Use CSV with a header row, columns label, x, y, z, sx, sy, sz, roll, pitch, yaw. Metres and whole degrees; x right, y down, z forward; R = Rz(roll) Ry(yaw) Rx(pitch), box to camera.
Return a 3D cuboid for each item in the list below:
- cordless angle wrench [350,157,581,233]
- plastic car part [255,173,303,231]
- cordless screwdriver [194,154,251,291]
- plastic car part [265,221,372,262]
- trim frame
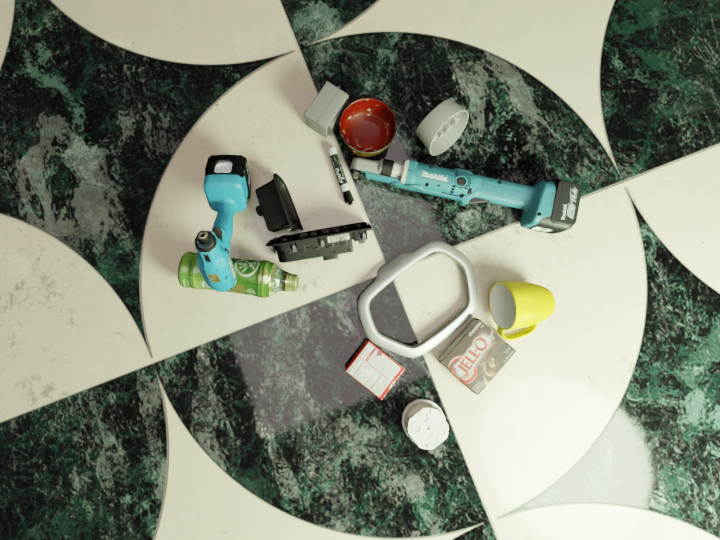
label,x,y,z,sx,sy,sz,roll,pitch,yaw
cordless angle wrench,0.189,-0.164,0.819,0.427,0.073,0.098,13,86,5
plastic car part,-0.169,-0.122,0.830,0.072,0.064,0.118,-25,83,12
cordless screwdriver,-0.245,-0.103,0.743,0.074,0.155,0.256,-1,60,-5
plastic car part,-0.080,-0.053,0.821,0.203,0.068,0.065,-6,113,-1
trim frame,0.113,0.053,0.818,0.248,0.027,0.185,-38,87,-2
